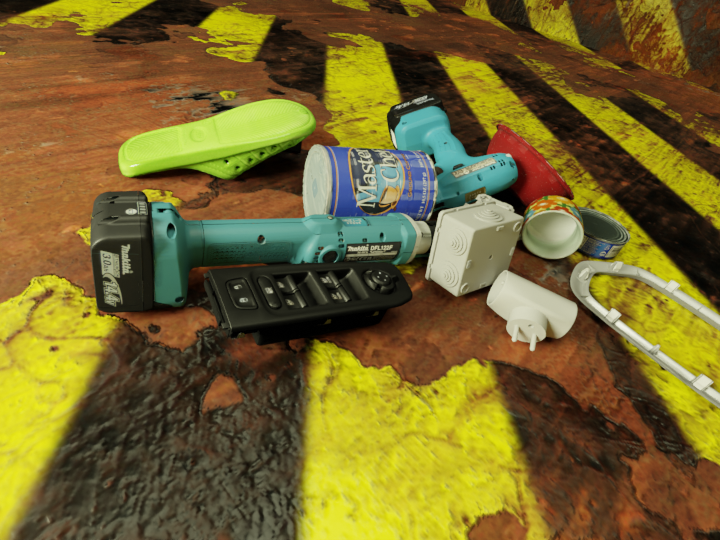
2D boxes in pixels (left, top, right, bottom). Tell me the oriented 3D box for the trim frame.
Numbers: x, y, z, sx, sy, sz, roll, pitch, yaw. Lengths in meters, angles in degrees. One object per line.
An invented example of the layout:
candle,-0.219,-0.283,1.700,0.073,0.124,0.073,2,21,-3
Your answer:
trim frame,0.369,0.067,0.491,0.178,0.027,0.262,-18,51,-31

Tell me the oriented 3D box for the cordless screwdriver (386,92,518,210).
cordless screwdriver,0.105,-0.181,0.664,0.159,0.071,0.261,-23,45,-1

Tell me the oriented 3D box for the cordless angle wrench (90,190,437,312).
cordless angle wrench,-0.044,-0.029,0.448,0.408,0.096,0.078,-4,40,-25

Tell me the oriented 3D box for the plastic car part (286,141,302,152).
plastic car part,-0.148,-0.238,0.691,0.116,0.065,0.072,9,25,-1

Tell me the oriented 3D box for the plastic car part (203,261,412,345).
plastic car part,-0.039,0.032,0.390,0.195,0.066,0.070,-8,38,-30
